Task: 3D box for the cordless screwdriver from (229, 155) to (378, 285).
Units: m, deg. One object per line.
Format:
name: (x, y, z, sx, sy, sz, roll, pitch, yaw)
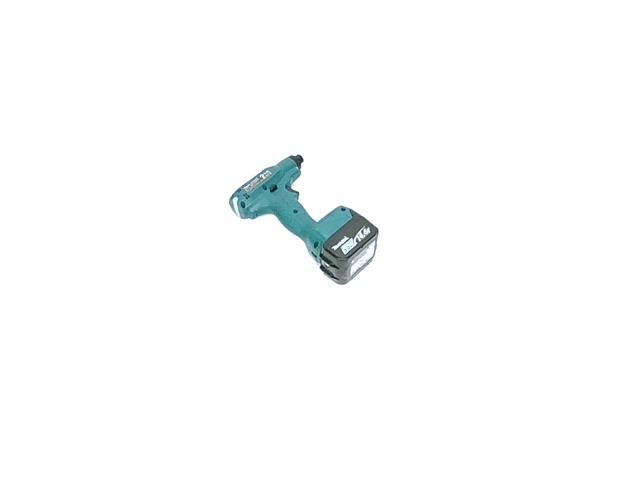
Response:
cordless screwdriver: (-0.013, -0.049, 0.703, 0.249, 0.158, 0.074, 34, -28, 24)
